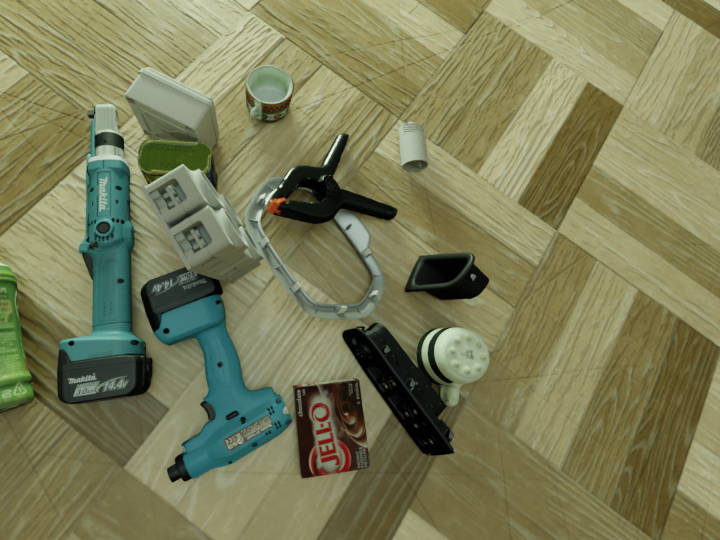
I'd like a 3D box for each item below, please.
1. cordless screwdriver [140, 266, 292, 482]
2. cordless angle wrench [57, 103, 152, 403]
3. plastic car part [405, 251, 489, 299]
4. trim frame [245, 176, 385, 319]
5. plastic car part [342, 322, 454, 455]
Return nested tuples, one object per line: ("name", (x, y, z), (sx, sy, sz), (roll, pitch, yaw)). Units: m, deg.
("cordless screwdriver", (-0.211, 0.126, 0.543), (0.157, 0.075, 0.252), (-27, 83, -16))
("cordless angle wrench", (-0.344, -0.047, 0.576), (0.096, 0.074, 0.432), (-7, 72, -13))
("plastic car part", (0.134, 0.016, 0.617), (0.068, 0.121, 0.066), (36, 69, -27))
("trim frame", (-0.060, -0.039, 0.614), (0.179, 0.028, 0.253), (-29, 77, -42))
("plastic car part", (0.057, 0.151, 0.583), (0.066, 0.066, 0.206), (-37, 83, -28))
